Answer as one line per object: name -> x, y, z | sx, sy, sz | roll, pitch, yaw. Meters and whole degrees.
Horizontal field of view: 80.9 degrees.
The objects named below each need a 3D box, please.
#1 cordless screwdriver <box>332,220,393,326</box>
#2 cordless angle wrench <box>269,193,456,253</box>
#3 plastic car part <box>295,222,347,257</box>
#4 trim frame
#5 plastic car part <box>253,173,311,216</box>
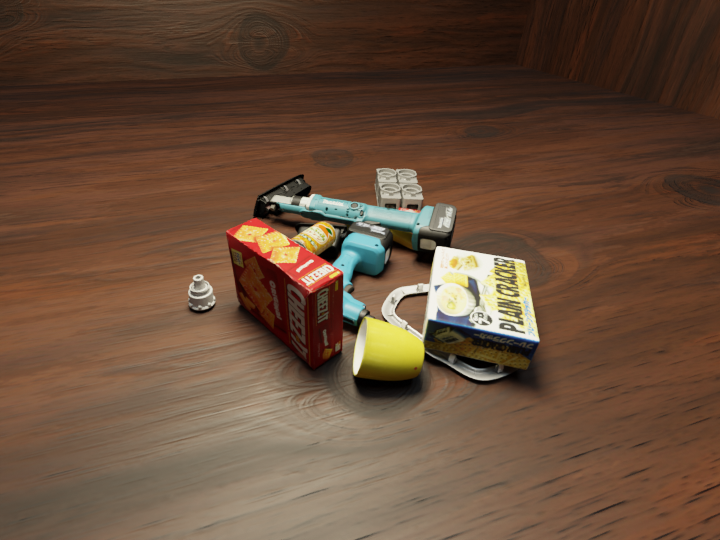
cordless screwdriver -> -0.004, 0.006, 0.808 | 0.166, 0.072, 0.246 | 18, 42, 22
cordless angle wrench -> -0.011, -0.124, 0.945 | 0.437, 0.071, 0.098 | 12, 53, 19
plastic car part -> -0.089, -0.058, 0.913 | 0.118, 0.063, 0.072 | 4, 49, 8
trim frame -> 0.155, 0.092, 0.728 | 0.179, 0.027, 0.263 | -28, 46, -33
plastic car part -> -0.191, -0.194, 1.094 | 0.069, 0.065, 0.201 | 25, 40, 13
